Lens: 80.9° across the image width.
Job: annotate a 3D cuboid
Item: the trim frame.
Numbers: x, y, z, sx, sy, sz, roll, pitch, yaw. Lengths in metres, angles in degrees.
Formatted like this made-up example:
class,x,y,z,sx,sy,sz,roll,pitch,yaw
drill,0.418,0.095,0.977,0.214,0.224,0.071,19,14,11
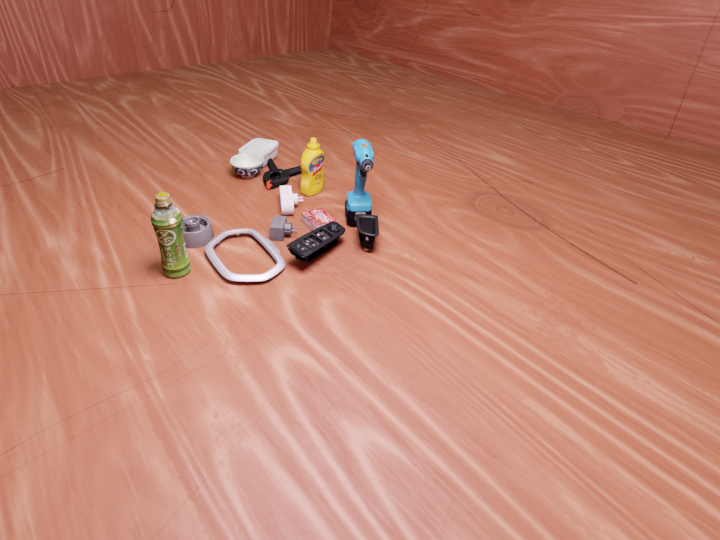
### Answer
class,x,y,z,sx,sy,sz,roll,pitch,yaw
trim frame,-0.308,-0.044,1.133,0.179,0.027,0.263,-23,43,-29

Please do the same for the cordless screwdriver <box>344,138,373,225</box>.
class,x,y,z,sx,sy,sz,roll,pitch,yaw
cordless screwdriver,0.003,-0.239,1.225,0.074,0.242,0.165,0,36,-8

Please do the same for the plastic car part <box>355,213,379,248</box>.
class,x,y,z,sx,sy,sz,roll,pitch,yaw
plastic car part,0.018,-0.102,1.188,0.066,0.069,0.120,2,37,-3

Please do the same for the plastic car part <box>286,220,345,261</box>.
class,x,y,z,sx,sy,sz,roll,pitch,yaw
plastic car part,-0.112,-0.073,1.147,0.069,0.065,0.199,25,42,26
